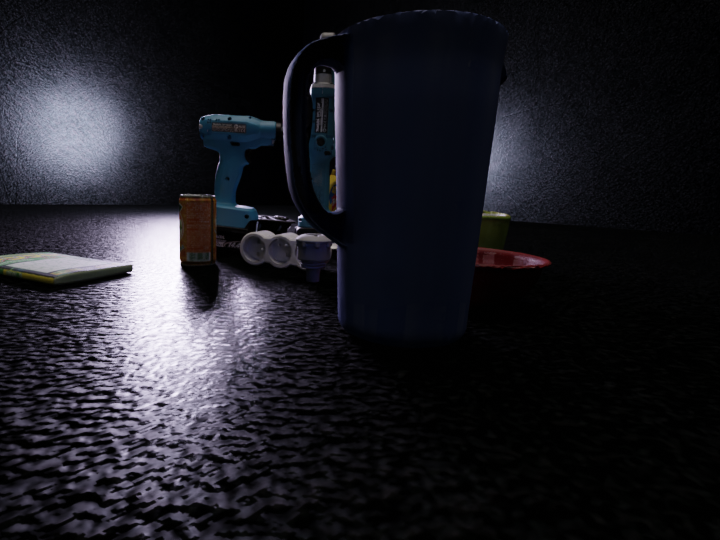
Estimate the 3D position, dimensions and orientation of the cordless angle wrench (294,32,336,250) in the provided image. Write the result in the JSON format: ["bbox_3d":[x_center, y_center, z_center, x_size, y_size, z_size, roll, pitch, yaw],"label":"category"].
[{"bbox_3d":[-0.076,-0.252,0.845,0.098,0.420,0.074,3,7,1],"label":"cordless angle wrench"}]

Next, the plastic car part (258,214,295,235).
[{"bbox_3d":[-0.235,-0.099,0.954,0.194,0.066,0.070,-6,12,-41],"label":"plastic car part"}]

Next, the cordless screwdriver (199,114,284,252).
[{"bbox_3d":[-0.216,-0.159,0.784,0.158,0.247,0.075,2,7,-4],"label":"cordless screwdriver"}]

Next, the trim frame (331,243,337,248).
[{"bbox_3d":[-0.083,-0.054,0.849,0.181,0.027,0.255,0,11,-12],"label":"trim frame"}]
